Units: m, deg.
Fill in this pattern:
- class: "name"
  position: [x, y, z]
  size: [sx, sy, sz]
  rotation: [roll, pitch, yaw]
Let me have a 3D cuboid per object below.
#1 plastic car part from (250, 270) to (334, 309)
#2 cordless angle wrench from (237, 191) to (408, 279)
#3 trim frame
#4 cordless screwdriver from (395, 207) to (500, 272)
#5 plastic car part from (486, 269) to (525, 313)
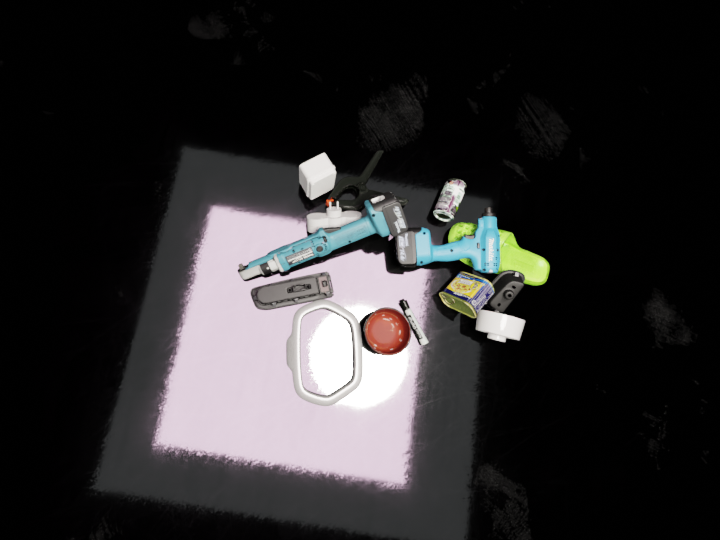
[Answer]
- class: "plastic car part"
  position: [-0.167, 0.051, 1.028]
  size: [0.202, 0.067, 0.067]
  rotation: [-11, 87, -4]
- class: "cordless angle wrench"
  position: [-0.100, -0.066, 1.024]
  size: [0.425, 0.077, 0.094]
  rotation: [-22, 116, 5]
- class: "trim frame"
  position: [-0.086, 0.194, 1.015]
  size: [0.182, 0.027, 0.252]
  rotation: [-2, 79, -5]
- class: "cordless screwdriver"
  position: [0.212, -0.077, 1.041]
  size: [0.252, 0.073, 0.160]
  rotation: [2, 85, 8]
- class: "plastic car part"
  position: [0.351, 0.055, 1.028]
  size: [0.066, 0.071, 0.116]
  rotation: [34, 111, -1]
